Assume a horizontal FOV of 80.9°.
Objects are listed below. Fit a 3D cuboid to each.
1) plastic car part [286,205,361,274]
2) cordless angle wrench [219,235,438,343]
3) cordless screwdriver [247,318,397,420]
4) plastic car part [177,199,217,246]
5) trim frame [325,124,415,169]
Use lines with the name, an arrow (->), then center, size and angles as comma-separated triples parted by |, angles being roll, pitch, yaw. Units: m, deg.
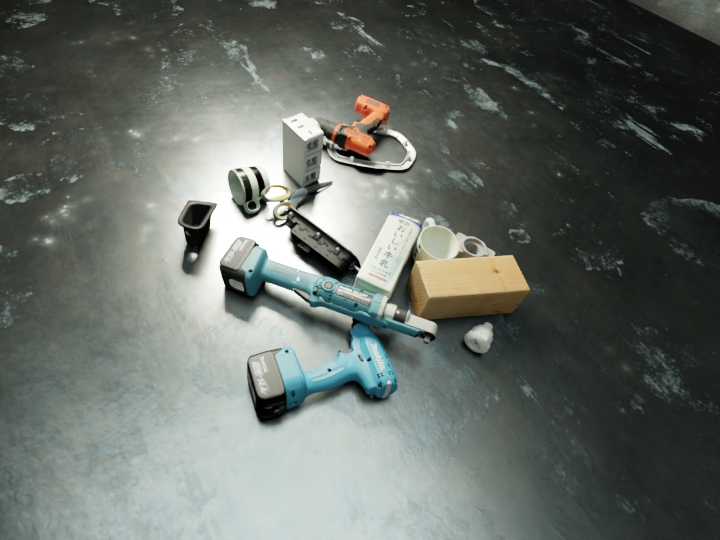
plastic car part -> -0.089, -0.058, 0.910 | 0.210, 0.064, 0.067 | 33, 66, 18
cordless angle wrench -> -0.064, 0.044, 0.805 | 0.434, 0.072, 0.098 | 18, 53, 13
cordless screwdriver -> -0.074, 0.161, 0.742 | 0.243, 0.072, 0.167 | -8, 45, -17
plastic car part -> -0.350, -0.094, 0.904 | 0.066, 0.069, 0.120 | 4, 38, -5
trim frame -> 0.029, -0.338, 1.154 | 0.248, 0.027, 0.188 | 9, 54, -1
